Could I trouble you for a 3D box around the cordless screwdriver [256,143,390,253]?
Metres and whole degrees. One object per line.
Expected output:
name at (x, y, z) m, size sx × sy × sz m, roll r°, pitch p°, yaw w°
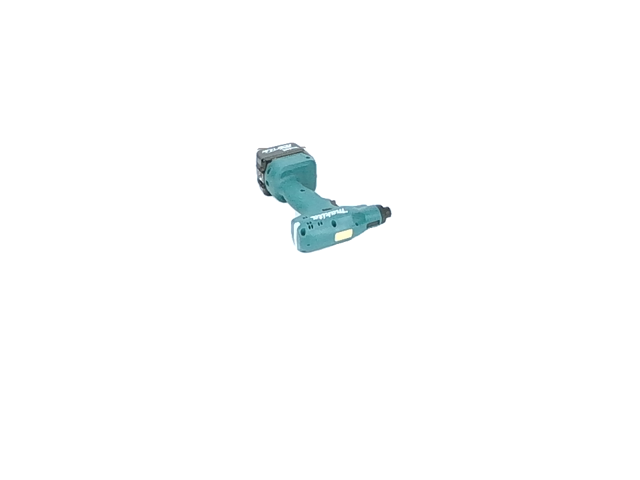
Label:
cordless screwdriver at (-0.007, -0.079, 0.711) m, size 0.158 × 0.074 × 0.249 m, roll -16°, pitch 41°, yaw -19°
